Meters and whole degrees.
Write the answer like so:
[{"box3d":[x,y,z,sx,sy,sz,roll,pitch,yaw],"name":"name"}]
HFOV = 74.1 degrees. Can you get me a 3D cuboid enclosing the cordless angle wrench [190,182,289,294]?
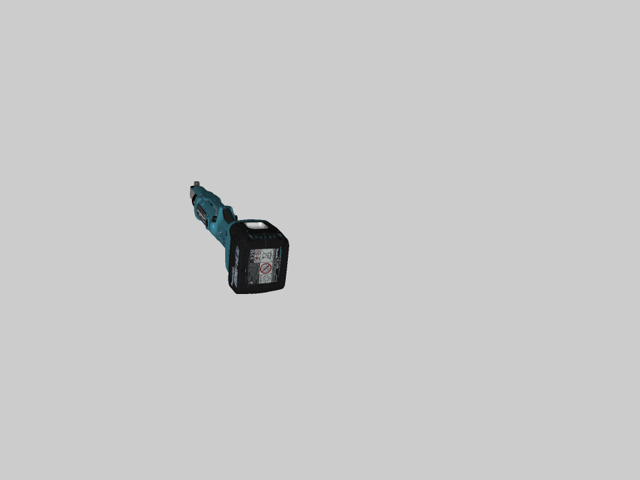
[{"box3d":[-0.177,-0.033,0.762,0.074,0.098,0.422,-3,21,-29],"name":"cordless angle wrench"}]
